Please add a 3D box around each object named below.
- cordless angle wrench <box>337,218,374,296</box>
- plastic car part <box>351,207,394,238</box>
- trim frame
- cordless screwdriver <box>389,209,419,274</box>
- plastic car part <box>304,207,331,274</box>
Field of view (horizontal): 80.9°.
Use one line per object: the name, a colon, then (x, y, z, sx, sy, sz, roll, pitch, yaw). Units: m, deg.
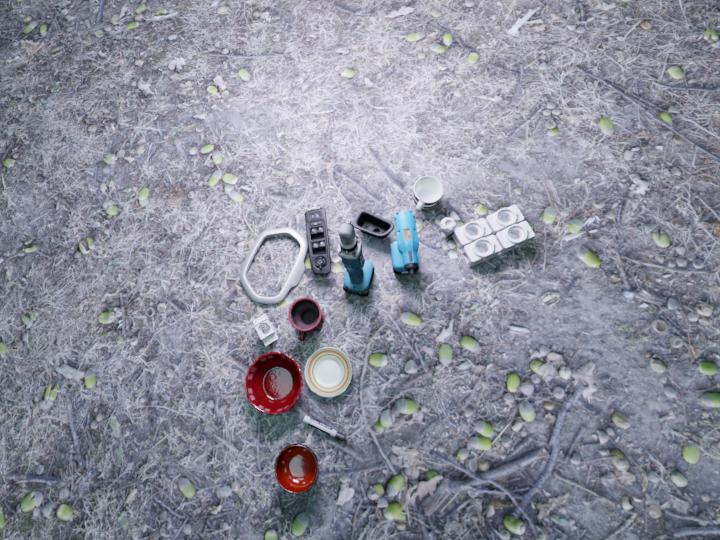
cordless angle wrench: (-0.017, -0.025, 1.042, 0.076, 0.411, 0.099, 14, 76, 8)
plastic car part: (0.039, -0.126, 1.248, 0.120, 0.069, 0.066, 26, 78, 15)
trim frame: (-0.262, -0.017, 1.283, 0.190, 0.027, 0.249, 20, 76, 15)
cordless screwdriver: (0.121, -0.040, 1.114, 0.075, 0.241, 0.162, -6, 73, 3)
plastic car part: (-0.123, -0.081, 1.261, 0.067, 0.065, 0.208, -9, 71, 4)
